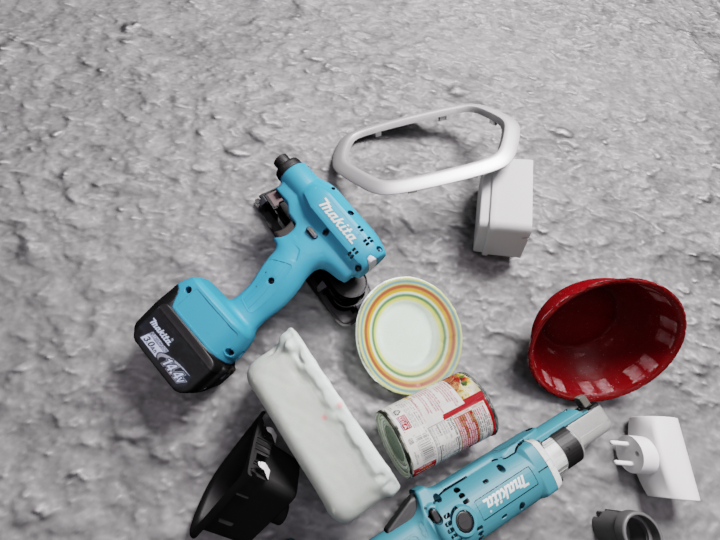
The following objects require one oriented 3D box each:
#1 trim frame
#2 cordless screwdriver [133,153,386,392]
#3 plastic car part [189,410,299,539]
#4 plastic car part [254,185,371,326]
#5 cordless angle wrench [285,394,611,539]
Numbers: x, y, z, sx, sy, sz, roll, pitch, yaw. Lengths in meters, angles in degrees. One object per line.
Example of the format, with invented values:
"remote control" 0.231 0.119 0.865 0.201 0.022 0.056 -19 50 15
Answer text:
"trim frame" 0.084 -0.167 0.565 0.250 0.026 0.192 -15 47 3
"cordless screwdriver" -0.115 -0.003 0.441 0.248 0.073 0.163 -39 77 -6
"plastic car part" -0.095 0.199 0.378 0.070 0.116 0.067 30 22 -11
"plastic car part" -0.050 -0.032 0.508 0.065 0.067 0.208 -26 74 -27
"cordless angle wrench" 0.083 0.230 0.396 0.414 0.074 0.101 -21 71 -19
